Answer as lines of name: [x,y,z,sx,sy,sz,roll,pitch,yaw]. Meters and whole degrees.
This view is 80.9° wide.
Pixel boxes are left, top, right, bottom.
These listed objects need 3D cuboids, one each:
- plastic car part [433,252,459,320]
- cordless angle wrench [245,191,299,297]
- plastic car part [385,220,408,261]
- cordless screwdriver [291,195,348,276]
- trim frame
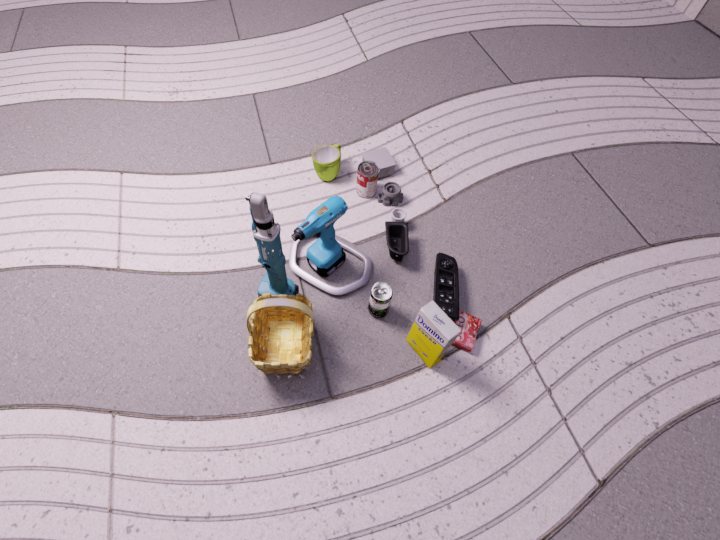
plastic car part: [0.222,0.046,1.115,0.067,0.065,0.207,8,57,4]
cordless angle wrench: [-0.204,-0.031,0.969,0.100,0.411,0.075,18,58,7]
plastic car part: [0.101,-0.074,1.196,0.066,0.069,0.120,2,57,0]
cordless screwdriver: [-0.107,-0.070,1.094,0.157,0.242,0.077,-39,68,-24]
trim frame: [-0.088,-0.028,1.195,0.257,0.027,0.183,27,61,18]
